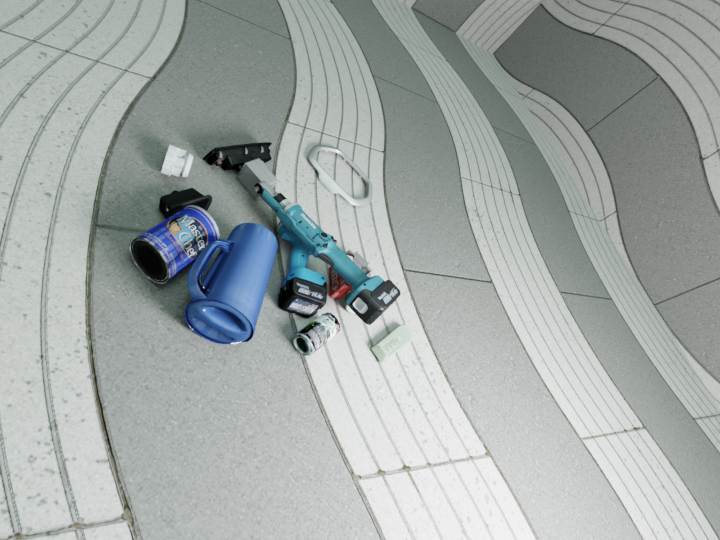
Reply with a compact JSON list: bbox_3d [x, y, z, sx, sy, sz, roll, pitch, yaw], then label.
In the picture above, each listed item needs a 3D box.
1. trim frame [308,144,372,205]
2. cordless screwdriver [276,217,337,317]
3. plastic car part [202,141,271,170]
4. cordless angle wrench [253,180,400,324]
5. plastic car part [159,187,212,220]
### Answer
[{"bbox_3d":[-0.058,-0.297,1.307,0.249,0.028,0.181,46,42,1],"label":"trim frame"},{"bbox_3d":[-0.119,-0.012,1.006,0.152,0.075,0.258,16,46,-27],"label":"cordless screwdriver"},{"bbox_3d":[-0.304,-0.298,1.102,0.198,0.068,0.067,-32,91,-46],"label":"plastic car part"},{"bbox_3d":[-0.095,-0.062,0.970,0.434,0.074,0.095,45,41,13],"label":"cordless angle wrench"},{"bbox_3d":[-0.393,-0.147,0.926,0.073,0.065,0.114,36,39,10],"label":"plastic car part"}]
